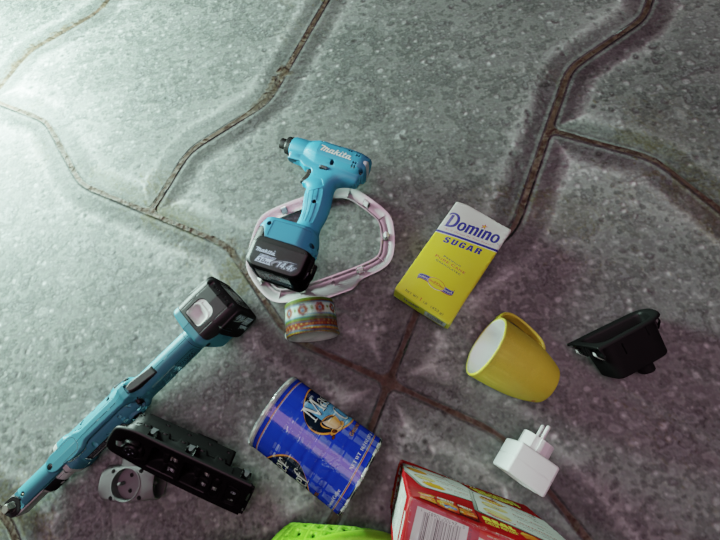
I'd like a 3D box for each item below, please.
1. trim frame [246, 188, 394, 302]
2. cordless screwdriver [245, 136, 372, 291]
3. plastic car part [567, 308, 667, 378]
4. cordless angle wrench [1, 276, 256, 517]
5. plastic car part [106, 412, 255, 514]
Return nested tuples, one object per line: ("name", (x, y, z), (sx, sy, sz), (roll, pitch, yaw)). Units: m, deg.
("trim frame", (-0.067, -0.044, 0.684), (0.248, 0.027, 0.190), (-18, 70, -1))
("cordless screwdriver", (-0.101, -0.102, 0.663), (0.164, 0.072, 0.250), (21, 70, 13))
("plastic car part", (0.358, 0.105, 0.562), (0.116, 0.066, 0.071), (-22, 86, -5))
("cordless angle wrench", (-0.334, 0.187, 0.608), (0.422, 0.095, 0.077), (-45, 74, -5))
("plastic car part", (-0.235, 0.246, 0.565), (0.202, 0.066, 0.068), (22, 33, -3))
